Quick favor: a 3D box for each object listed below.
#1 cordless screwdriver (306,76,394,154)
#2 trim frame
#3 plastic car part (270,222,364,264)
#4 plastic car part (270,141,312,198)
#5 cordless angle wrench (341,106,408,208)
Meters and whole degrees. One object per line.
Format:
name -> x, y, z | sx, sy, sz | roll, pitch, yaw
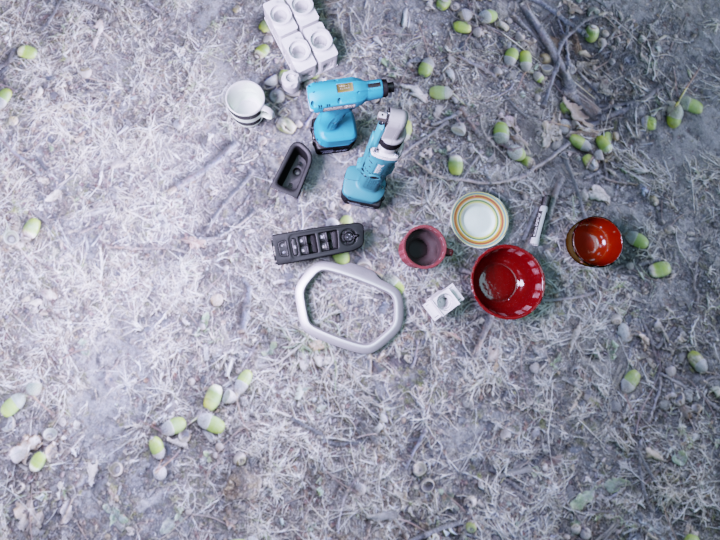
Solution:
cordless screwdriver -> -0.029, -0.318, 0.867 | 0.158, 0.249, 0.075 | -9, 88, -6
trim frame -> -0.025, 0.077, 0.932 | 0.249, 0.027, 0.184 | 19, 83, 1
plastic car part -> -0.091, -0.059, 0.927 | 0.202, 0.067, 0.067 | -11, 86, -3
plastic car part -> -0.146, -0.219, 0.943 | 0.066, 0.071, 0.117 | 23, 84, -2
cordless angle wrench -> 0.028, -0.193, 0.767 | 0.097, 0.423, 0.074 | 12, 86, -6
